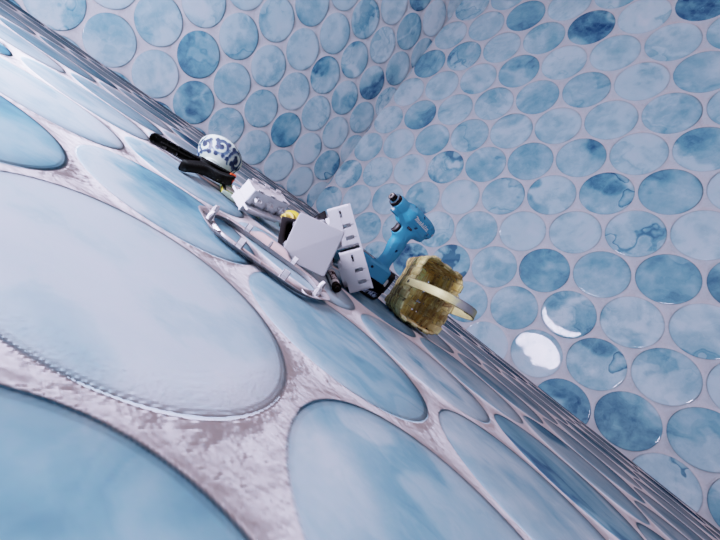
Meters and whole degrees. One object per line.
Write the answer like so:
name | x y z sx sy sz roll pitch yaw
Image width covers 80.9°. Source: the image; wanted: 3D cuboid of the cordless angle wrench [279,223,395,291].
cordless angle wrench | -0.062 -0.045 1.153 0.399 0.074 0.103 28 12 -43

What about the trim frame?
trim frame | -0.146 -0.029 0.658 0.246 0.027 0.187 34 4 -8

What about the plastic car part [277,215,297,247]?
plastic car part | -0.111 -0.058 0.846 0.114 0.067 0.072 12 -15 -15

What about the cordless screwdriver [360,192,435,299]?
cordless screwdriver | 0.056 -0.061 1.035 0.151 0.249 0.078 40 3 -32

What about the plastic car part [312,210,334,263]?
plastic car part | -0.094 -0.061 0.961 0.209 0.067 0.064 -100 165 -62
